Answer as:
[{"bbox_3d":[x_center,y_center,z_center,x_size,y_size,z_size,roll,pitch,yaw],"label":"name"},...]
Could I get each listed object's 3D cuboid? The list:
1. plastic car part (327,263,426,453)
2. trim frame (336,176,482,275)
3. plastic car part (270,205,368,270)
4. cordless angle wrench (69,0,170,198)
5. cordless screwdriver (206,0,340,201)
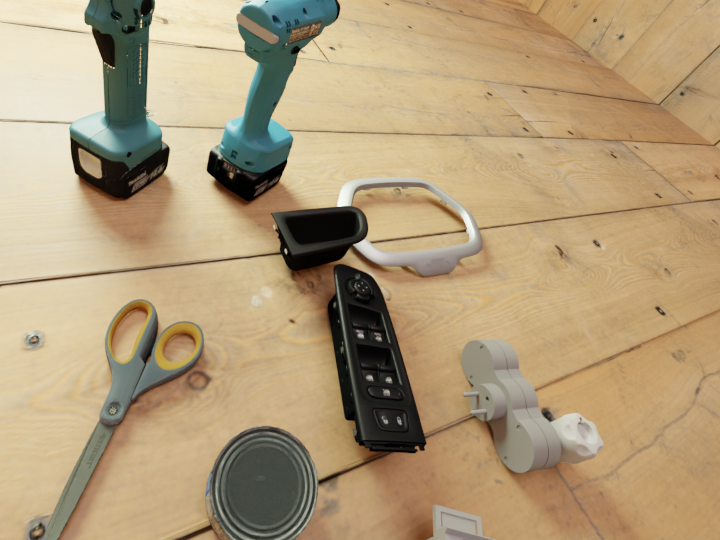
[{"bbox_3d":[0.004,0.083,0.432,0.064,0.067,0.211,7,48,-21],"label":"plastic car part"},{"bbox_3d":[0.075,-0.073,0.633,0.239,0.027,0.192,-8,54,-29],"label":"trim frame"},{"bbox_3d":[-0.050,-0.033,0.510,0.112,0.070,0.069,-10,57,-32],"label":"plastic car part"},{"bbox_3d":[-0.216,-0.248,0.381,0.074,0.421,0.098,32,45,-1],"label":"cordless angle wrench"},{"bbox_3d":[-0.104,-0.214,0.524,0.075,0.248,0.158,36,45,3],"label":"cordless screwdriver"}]
